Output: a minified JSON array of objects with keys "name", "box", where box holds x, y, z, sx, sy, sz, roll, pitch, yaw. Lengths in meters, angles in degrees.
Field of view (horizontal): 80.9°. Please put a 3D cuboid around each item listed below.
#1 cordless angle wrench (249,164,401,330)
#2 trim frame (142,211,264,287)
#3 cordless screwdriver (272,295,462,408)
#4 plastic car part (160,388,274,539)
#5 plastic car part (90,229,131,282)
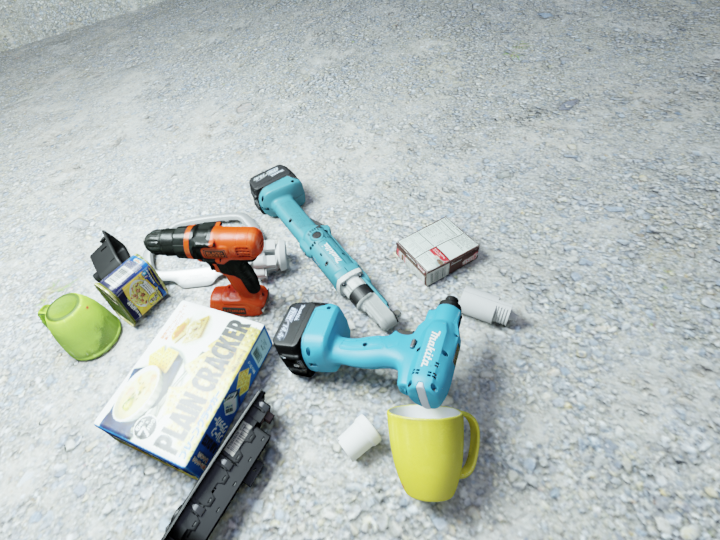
[{"name":"cordless angle wrench","box":[-0.075,-0.049,0.771,0.097,0.071,0.446,-30,53,-16]},{"name":"trim frame","box":[-0.312,-0.045,0.838,0.250,0.026,0.191,-7,48,2]},{"name":"cordless screwdriver","box":[0.012,0.089,0.594,0.260,0.071,0.159,3,44,29]},{"name":"plastic car part","box":[-0.168,0.257,0.534,0.068,0.066,0.202,36,59,3]},{"name":"plastic car part","box":[-0.489,-0.011,0.825,0.071,0.063,0.123,-39,56,-4]}]
